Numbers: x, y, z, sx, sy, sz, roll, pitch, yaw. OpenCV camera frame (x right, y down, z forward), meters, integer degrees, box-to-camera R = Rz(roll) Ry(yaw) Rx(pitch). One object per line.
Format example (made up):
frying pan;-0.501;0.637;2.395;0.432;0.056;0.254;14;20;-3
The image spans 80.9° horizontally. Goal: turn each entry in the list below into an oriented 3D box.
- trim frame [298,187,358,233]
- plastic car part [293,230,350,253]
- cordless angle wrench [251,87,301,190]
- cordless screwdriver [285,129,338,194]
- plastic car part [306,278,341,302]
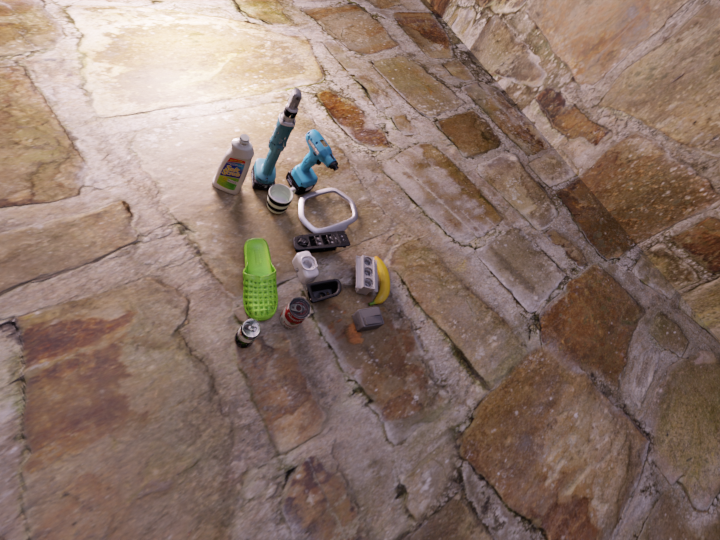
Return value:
trim frame;-0.120;-0.218;1.555;0.241;0.027;0.189;-23;72;-33
plastic car part;-0.141;-0.092;1.445;0.196;0.067;0.068;-5;66;-27
cordless angle wrench;-0.267;-0.411;1.357;0.071;0.426;0.101;4;63;-27
cordless screwdriver;-0.166;-0.353;1.477;0.072;0.250;0.163;-26;77;-36
plastic car part;-0.122;0.072;1.353;0.112;0.071;0.068;-11;68;-30
